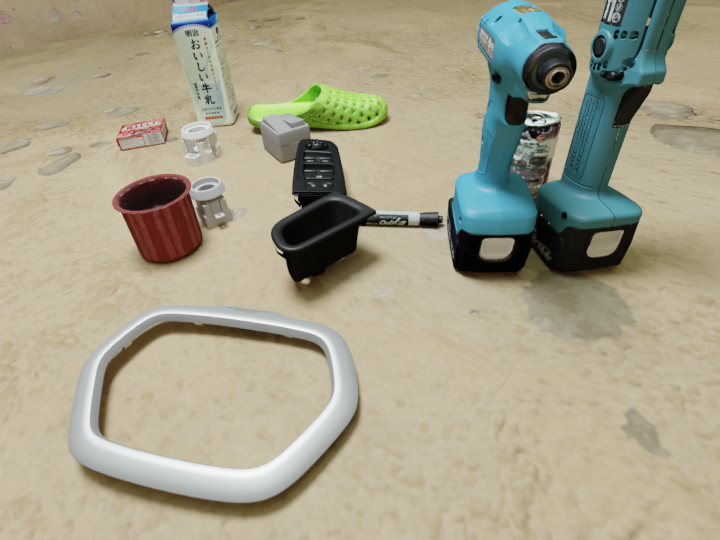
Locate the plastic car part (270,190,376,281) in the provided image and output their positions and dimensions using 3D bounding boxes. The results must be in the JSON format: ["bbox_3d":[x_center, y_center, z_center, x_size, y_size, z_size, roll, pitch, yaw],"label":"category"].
[{"bbox_3d":[-0.046,-0.030,0.466,0.114,0.068,0.070,-35,48,-31],"label":"plastic car part"}]

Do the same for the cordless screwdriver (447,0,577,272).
[{"bbox_3d":[0.133,-0.099,0.389,0.075,0.240,0.163,0,39,4],"label":"cordless screwdriver"}]

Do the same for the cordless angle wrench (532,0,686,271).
[{"bbox_3d":[0.223,-0.185,0.347,0.074,0.408,0.102,-6,39,-4],"label":"cordless angle wrench"}]

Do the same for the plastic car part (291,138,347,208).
[{"bbox_3d":[-0.058,-0.133,0.595,0.066,0.065,0.210,-6,39,-2],"label":"plastic car part"}]

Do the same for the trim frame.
[{"bbox_3d":[-0.125,0.093,0.363,0.254,0.026,0.187,3,40,12],"label":"trim frame"}]
